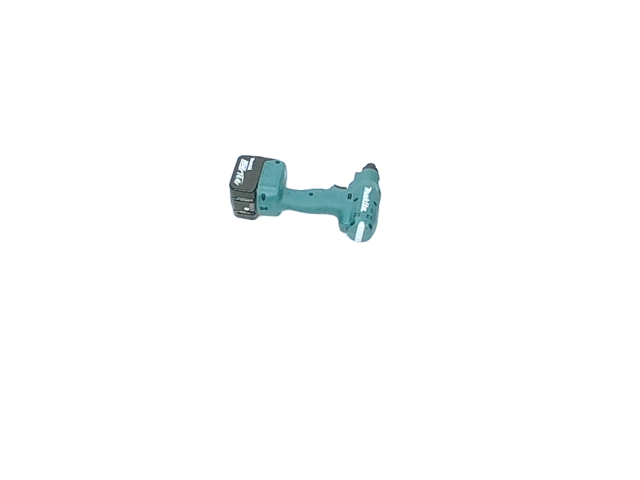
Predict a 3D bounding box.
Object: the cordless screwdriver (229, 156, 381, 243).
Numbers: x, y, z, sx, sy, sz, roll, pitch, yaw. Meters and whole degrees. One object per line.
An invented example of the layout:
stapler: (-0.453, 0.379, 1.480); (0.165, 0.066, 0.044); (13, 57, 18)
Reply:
cordless screwdriver: (-0.021, -0.089, 0.724); (0.249, 0.158, 0.074); (11, -36, 3)
